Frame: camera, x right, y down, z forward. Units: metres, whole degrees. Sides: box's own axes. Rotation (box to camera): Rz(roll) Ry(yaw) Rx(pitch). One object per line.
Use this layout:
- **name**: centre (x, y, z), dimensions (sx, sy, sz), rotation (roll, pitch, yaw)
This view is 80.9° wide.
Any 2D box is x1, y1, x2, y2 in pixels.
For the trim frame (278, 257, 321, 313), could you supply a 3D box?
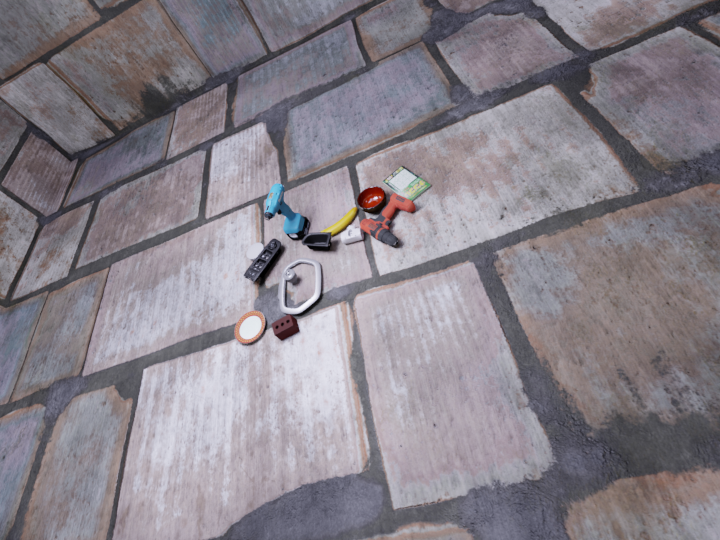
- **trim frame**: centre (-0.229, 0.053, 1.572), dimensions (0.188, 0.026, 0.257), rotation (-17, 51, 16)

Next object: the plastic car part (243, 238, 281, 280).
- **plastic car part**: centre (-0.377, -0.036, 1.687), dimensions (0.070, 0.063, 0.203), rotation (16, 66, 34)

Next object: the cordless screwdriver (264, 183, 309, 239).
- **cordless screwdriver**: centre (-0.292, -0.202, 1.647), dimensions (0.077, 0.235, 0.162), rotation (-4, 56, 23)

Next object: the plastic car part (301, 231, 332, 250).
- **plastic car part**: centre (-0.158, -0.104, 1.619), dimensions (0.121, 0.067, 0.067), rotation (1, 58, 27)
